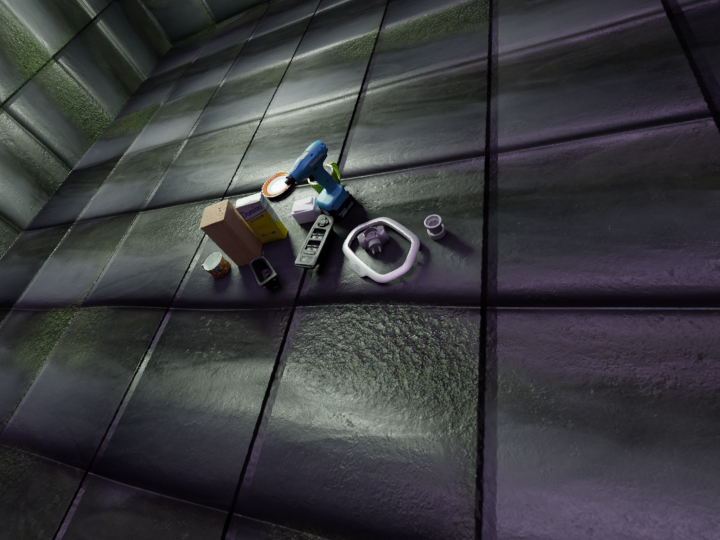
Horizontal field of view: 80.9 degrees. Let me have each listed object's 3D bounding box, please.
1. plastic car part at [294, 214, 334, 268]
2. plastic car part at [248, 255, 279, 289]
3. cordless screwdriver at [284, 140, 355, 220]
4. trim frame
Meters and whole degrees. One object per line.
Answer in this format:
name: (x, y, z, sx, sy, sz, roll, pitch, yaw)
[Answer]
plastic car part: (-0.122, -0.080, 1.248, 0.069, 0.063, 0.205, 0, 55, 28)
plastic car part: (-0.281, 0.012, 1.261, 0.066, 0.067, 0.123, -37, 46, -3)
cordless screwdriver: (-0.122, -0.244, 1.258, 0.079, 0.235, 0.158, 27, 70, 40)
trim frame: (0.052, -0.060, 1.161, 0.183, 0.026, 0.263, -42, 46, -7)
